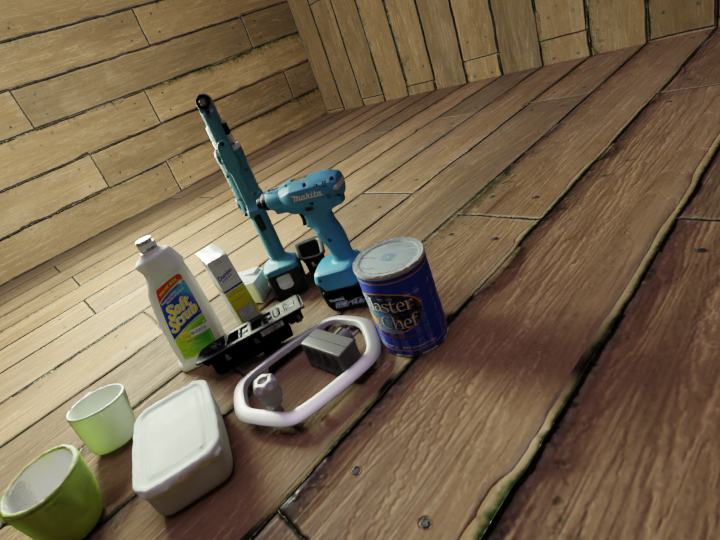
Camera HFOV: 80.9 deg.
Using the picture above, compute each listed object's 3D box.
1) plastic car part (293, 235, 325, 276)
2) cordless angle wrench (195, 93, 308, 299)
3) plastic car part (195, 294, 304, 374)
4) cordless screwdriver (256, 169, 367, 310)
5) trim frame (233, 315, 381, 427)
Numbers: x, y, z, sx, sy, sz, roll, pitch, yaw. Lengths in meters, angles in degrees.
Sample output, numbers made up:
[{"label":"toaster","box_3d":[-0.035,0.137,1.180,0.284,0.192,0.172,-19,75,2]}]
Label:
[{"label":"plastic car part","box_3d":[-0.097,-0.021,0.902,0.066,0.068,0.121,-23,27,-2]},{"label":"cordless angle wrench","box_3d":[-0.215,-0.137,0.828,0.074,0.408,0.101,-21,24,-1]},{"label":"plastic car part","box_3d":[-0.183,0.116,0.727,0.202,0.065,0.069,-25,26,-6]},{"label":"cordless screwdriver","box_3d":[-0.073,-0.048,0.746,0.164,0.240,0.075,-10,26,23]},{"label":"trim frame","box_3d":[-0.079,0.144,0.640,0.244,0.026,0.194,-36,30,-25]}]
